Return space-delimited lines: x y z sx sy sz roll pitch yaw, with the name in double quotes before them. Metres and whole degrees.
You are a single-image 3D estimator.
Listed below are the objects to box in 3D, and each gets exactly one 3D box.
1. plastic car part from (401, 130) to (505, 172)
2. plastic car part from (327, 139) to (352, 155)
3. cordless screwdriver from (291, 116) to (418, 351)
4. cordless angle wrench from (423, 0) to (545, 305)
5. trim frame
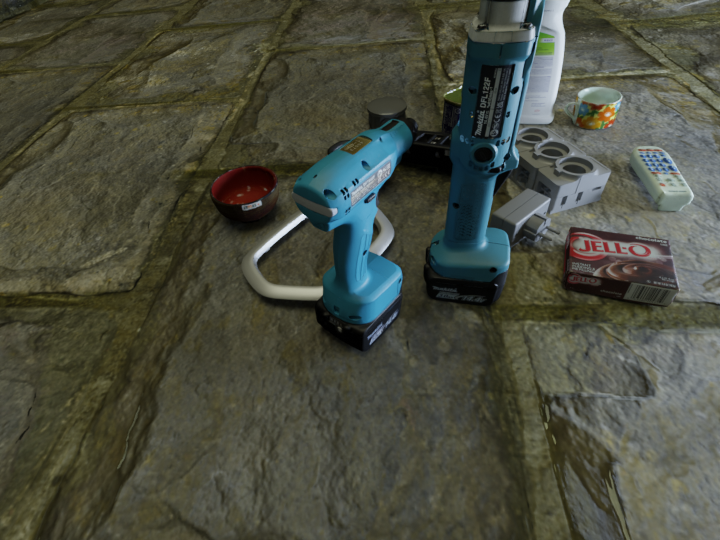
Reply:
"plastic car part" 0.139 -0.210 0.742 0.212 0.064 0.066 21 51 26
"plastic car part" 0.005 -0.180 0.730 0.120 0.068 0.066 12 48 18
"cordless screwdriver" 0.009 -0.036 0.466 0.078 0.239 0.157 27 53 28
"cordless angle wrench" 0.124 -0.128 0.421 0.100 0.407 0.075 8 46 12
"trim frame" -0.062 -0.040 0.632 0.193 0.026 0.246 24 54 29
